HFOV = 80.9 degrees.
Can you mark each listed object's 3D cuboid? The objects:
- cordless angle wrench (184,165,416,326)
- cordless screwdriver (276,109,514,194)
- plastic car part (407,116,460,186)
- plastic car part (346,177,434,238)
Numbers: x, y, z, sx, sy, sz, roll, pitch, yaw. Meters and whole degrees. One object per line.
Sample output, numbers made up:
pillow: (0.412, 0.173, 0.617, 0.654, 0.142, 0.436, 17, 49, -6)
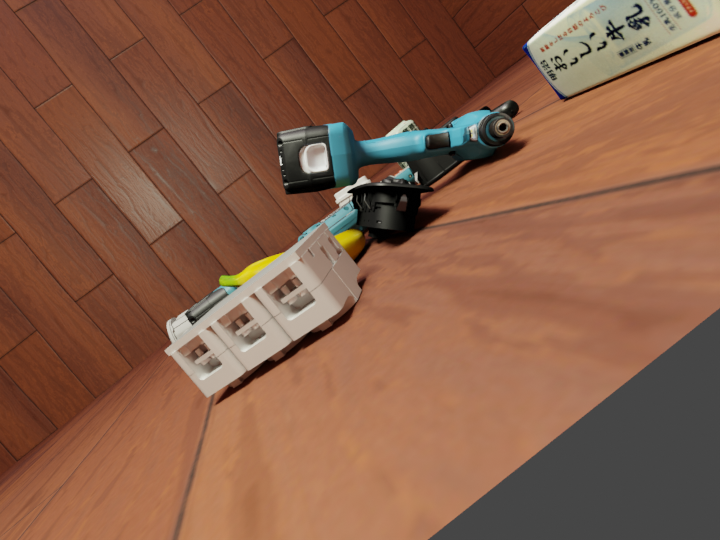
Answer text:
cordless angle wrench: (-0.062, -0.041, 0.636, 0.420, 0.073, 0.100, -38, 8, -11)
cordless screwdriver: (0.032, -0.137, 0.476, 0.251, 0.073, 0.160, -7, 12, 5)
plastic car part: (0.114, -0.177, 0.610, 0.117, 0.070, 0.066, -35, 6, 3)
plastic car part: (0.023, -0.069, 0.468, 0.205, 0.066, 0.067, -156, 79, -82)
